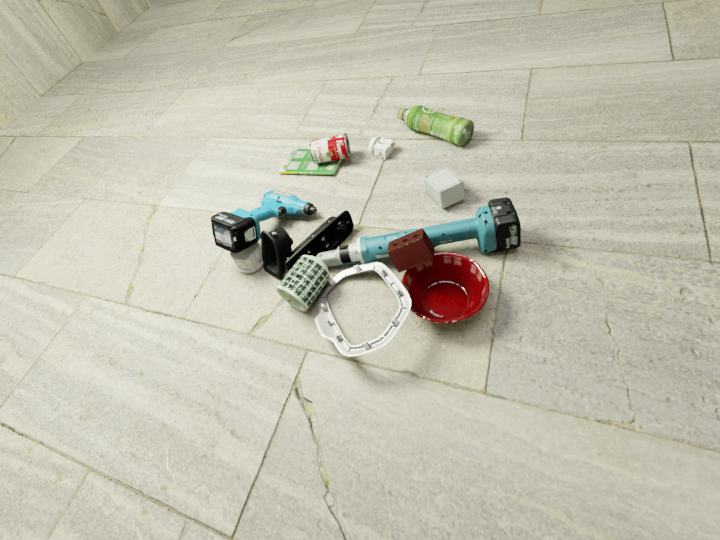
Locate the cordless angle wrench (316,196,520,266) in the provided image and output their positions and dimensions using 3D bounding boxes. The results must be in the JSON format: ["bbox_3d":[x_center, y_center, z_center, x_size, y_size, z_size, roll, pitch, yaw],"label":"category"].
[{"bbox_3d":[0.106,-0.060,0.901,0.432,0.093,0.076,-10,47,15],"label":"cordless angle wrench"}]

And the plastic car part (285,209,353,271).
[{"bbox_3d":[-0.097,-0.063,0.992,0.201,0.064,0.070,-42,27,-15],"label":"plastic car part"}]

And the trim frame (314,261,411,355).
[{"bbox_3d":[-0.004,0.066,0.835,0.184,0.026,0.261,-35,37,2],"label":"trim frame"}]

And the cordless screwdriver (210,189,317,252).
[{"bbox_3d":[-0.231,-0.127,1.033,0.167,0.072,0.244,16,36,27],"label":"cordless screwdriver"}]

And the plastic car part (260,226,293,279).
[{"bbox_3d":[-0.187,-0.049,0.982,0.069,0.113,0.069,26,39,32],"label":"plastic car part"}]
